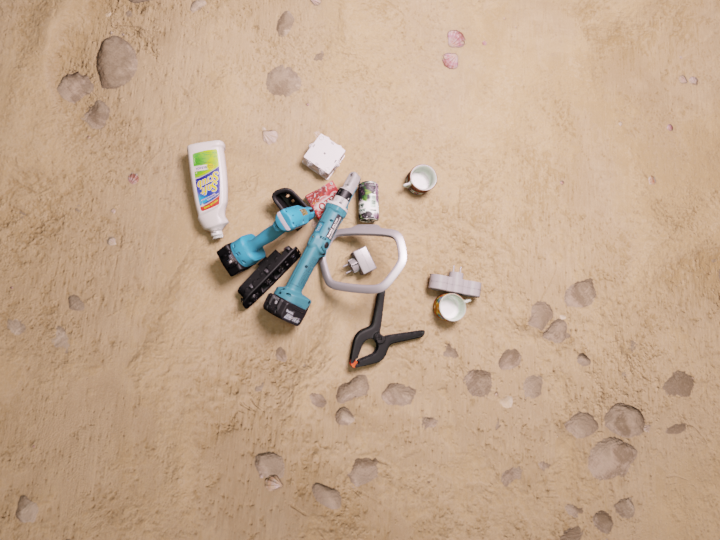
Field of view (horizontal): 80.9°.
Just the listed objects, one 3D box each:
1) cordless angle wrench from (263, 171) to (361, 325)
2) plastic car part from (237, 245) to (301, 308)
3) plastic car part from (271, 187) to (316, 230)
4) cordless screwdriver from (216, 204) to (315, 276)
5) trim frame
[{"bbox_3d":[-0.106,-0.069,1.081,0.078,0.092,0.423,20,80,38],"label":"cordless angle wrench"},{"bbox_3d":[-0.243,0.009,1.089,0.068,0.065,0.202,37,81,9],"label":"plastic car part"},{"bbox_3d":[-0.176,-0.172,1.113,0.066,0.072,0.115,-39,99,9],"label":"plastic car part"},{"bbox_3d":[-0.227,-0.083,1.050,0.253,0.156,0.074,-30,93,25],"label":"cordless screwdriver"},{"bbox_3d":[0.000,-0.033,1.064,0.260,0.026,0.186,2,74,33],"label":"trim frame"}]
